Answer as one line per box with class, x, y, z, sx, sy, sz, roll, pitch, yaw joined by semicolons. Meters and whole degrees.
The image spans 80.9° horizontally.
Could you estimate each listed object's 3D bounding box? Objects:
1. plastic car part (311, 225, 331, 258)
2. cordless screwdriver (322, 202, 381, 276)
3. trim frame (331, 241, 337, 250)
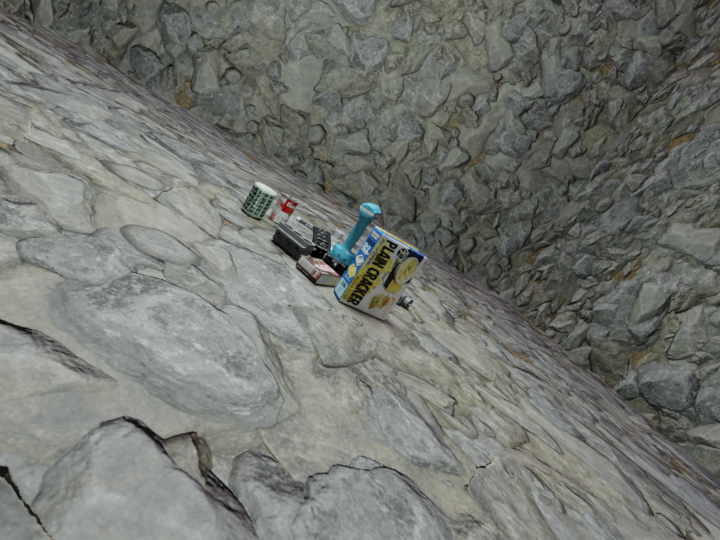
plastic car part;-0.139;-0.091;1.422;0.064;0.067;0.208;29;12;-16
cordless screwdriver;-0.017;-0.099;1.320;0.076;0.248;0.155;35;12;9
trim frame;-0.041;-0.045;1.576;0.241;0.027;0.190;28;13;-17
